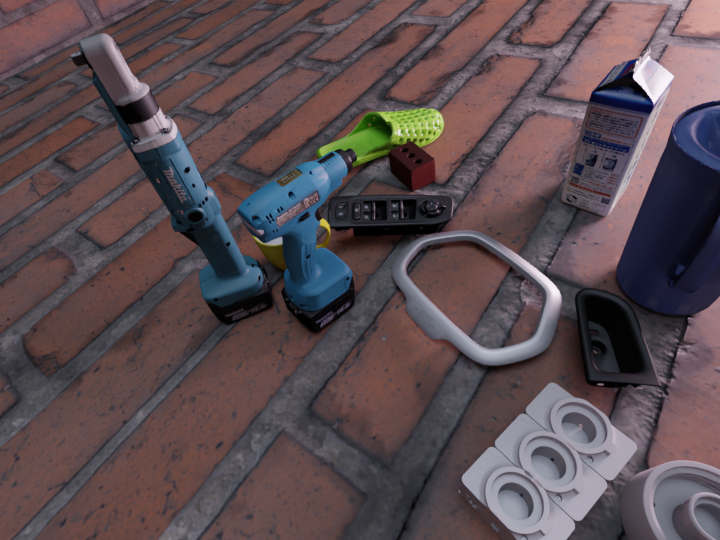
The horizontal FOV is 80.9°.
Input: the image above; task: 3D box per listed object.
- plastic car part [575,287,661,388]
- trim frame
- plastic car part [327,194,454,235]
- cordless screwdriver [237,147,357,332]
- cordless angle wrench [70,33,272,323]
[{"bbox_3d":[0.283,0.087,0.492,0.067,0.068,0.119,0,51,12],"label":"plastic car part"},{"bbox_3d":[0.156,0.026,0.603,0.182,0.026,0.262,-31,50,-13],"label":"trim frame"},{"bbox_3d":[0.050,-0.085,0.699,0.207,0.064,0.068,-3,50,11],"label":"plastic car part"},{"bbox_3d":[-0.056,-0.036,0.568,0.157,0.238,0.078,-37,53,-19],"label":"cordless screwdriver"},{"bbox_3d":[-0.213,-0.082,0.535,0.097,0.405,0.078,-20,50,-7],"label":"cordless angle wrench"}]
